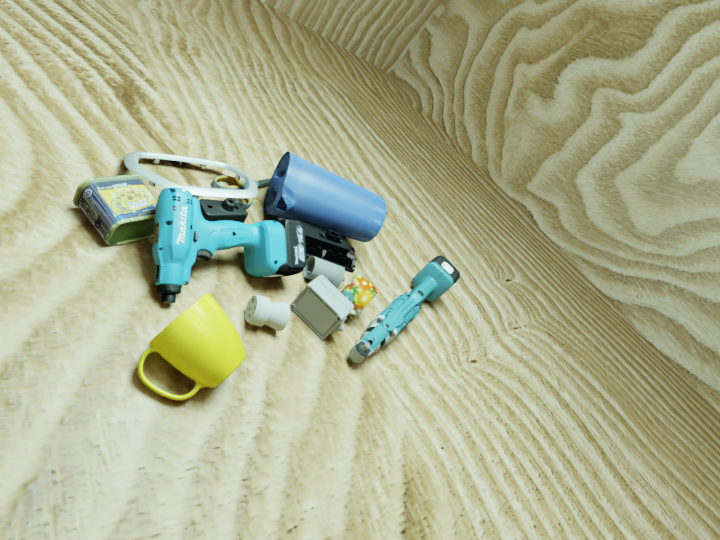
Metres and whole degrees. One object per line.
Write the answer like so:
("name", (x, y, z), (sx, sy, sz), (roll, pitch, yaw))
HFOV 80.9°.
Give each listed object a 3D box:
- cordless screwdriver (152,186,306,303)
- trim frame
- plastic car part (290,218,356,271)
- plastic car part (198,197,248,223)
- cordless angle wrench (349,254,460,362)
("cordless screwdriver", (-0.197, -0.024, 0.654), (0.236, 0.077, 0.161), (10, 73, -46))
("trim frame", (-0.297, -0.172, 0.766), (0.237, 0.027, 0.194), (-8, 38, -47))
("plastic car part", (-0.084, -0.055, 0.857), (0.193, 0.068, 0.069), (14, 46, -32))
("plastic car part", (-0.242, -0.093, 0.720), (0.111, 0.071, 0.068), (-10, 57, -50))
("cordless angle wrench", (0.090, 0.075, 0.849), (0.076, 0.098, 0.412), (46, 35, 8))
